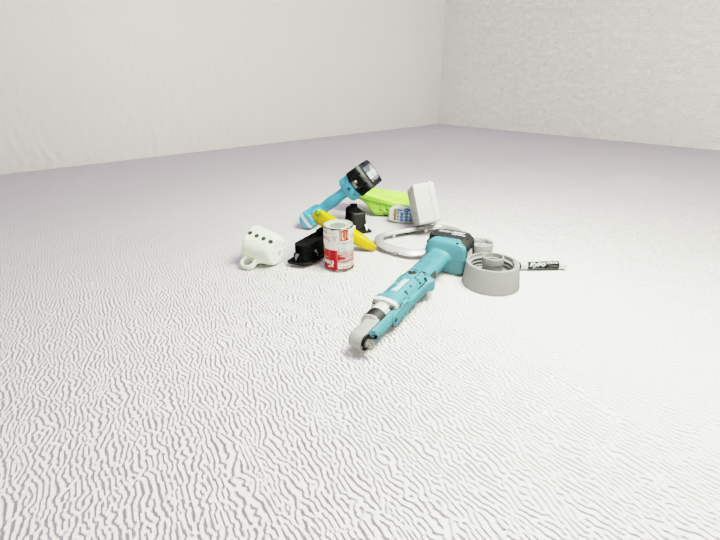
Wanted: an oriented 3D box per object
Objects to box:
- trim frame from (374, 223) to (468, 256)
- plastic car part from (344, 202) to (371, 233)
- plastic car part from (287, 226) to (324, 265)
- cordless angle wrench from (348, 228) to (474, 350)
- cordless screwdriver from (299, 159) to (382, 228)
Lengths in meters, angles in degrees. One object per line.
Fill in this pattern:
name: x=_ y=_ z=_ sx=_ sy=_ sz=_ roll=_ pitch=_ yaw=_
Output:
trim frame: x=0.157 y=-0.078 z=1.066 sx=0.243 sy=0.027 sz=0.193 roll=-13 pitch=28 yaw=-17
plastic car part: x=-0.017 y=-0.152 z=1.191 sx=0.065 sy=0.069 sz=0.122 roll=-6 pitch=27 yaw=-15
plastic car part: x=-0.101 y=-0.066 z=1.028 sx=0.069 sy=0.065 sz=0.199 roll=17 pitch=33 yaw=23
cordless angle wrench: x=0.100 y=0.027 z=0.795 sx=0.103 sy=0.072 sz=0.413 roll=13 pitch=31 yaw=31
cordless screwdriver: x=-0.056 y=-0.215 z=1.206 sx=0.254 sy=0.073 sz=0.158 roll=-32 pitch=10 yaw=30
